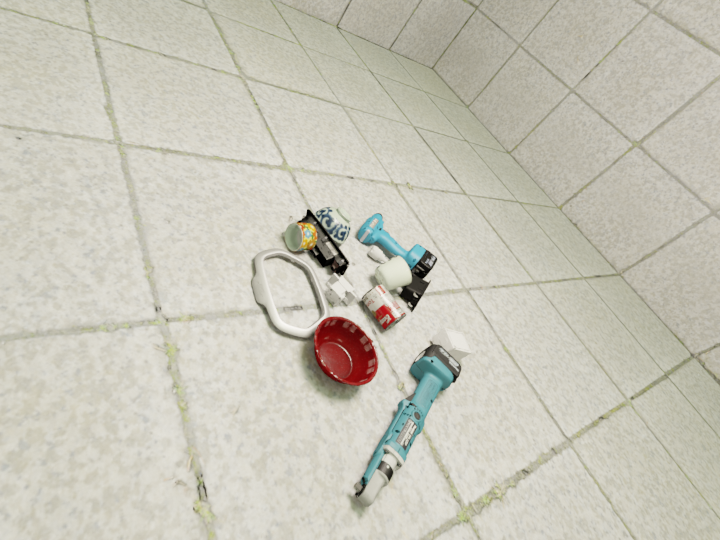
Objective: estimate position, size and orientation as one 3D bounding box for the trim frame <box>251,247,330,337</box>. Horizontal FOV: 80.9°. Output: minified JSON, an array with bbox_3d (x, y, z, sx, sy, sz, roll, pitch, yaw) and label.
[{"bbox_3d":[-0.163,0.046,0.986,0.175,0.028,0.259,4,50,-38],"label":"trim frame"}]

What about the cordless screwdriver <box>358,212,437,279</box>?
[{"bbox_3d":[0.117,-0.082,1.315,0.251,0.074,0.158,35,37,3],"label":"cordless screwdriver"}]

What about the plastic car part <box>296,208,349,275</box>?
[{"bbox_3d":[-0.111,-0.072,1.132,0.065,0.065,0.211,-22,65,-22],"label":"plastic car part"}]

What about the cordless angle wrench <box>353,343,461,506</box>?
[{"bbox_3d":[0.102,0.312,0.889,0.099,0.075,0.415,43,39,4],"label":"cordless angle wrench"}]

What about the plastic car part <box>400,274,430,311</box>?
[{"bbox_3d":[0.151,0.053,1.216,0.072,0.065,0.115,29,33,8],"label":"plastic car part"}]
